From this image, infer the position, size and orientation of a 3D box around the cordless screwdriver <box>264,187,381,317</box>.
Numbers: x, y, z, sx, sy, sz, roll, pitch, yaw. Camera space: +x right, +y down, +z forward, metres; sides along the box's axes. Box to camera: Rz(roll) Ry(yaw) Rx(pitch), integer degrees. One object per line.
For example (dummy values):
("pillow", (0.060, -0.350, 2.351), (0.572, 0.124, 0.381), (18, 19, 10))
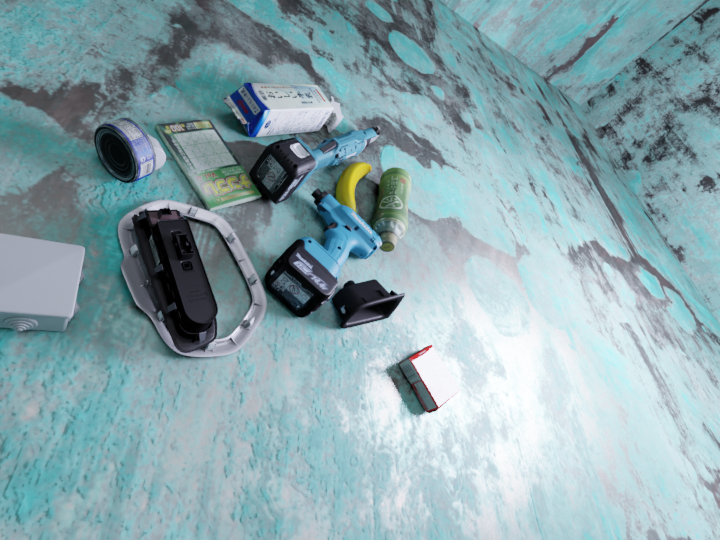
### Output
("cordless screwdriver", (-0.069, -0.045, 0.707), (0.159, 0.075, 0.246), (44, 38, -1))

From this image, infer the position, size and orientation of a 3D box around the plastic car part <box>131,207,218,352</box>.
("plastic car part", (-0.223, -0.001, 0.529), (0.063, 0.068, 0.209), (-2, 61, -48))

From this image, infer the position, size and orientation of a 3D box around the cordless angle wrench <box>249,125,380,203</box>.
("cordless angle wrench", (-0.059, -0.246, 0.872), (0.075, 0.099, 0.416), (47, 37, 0))

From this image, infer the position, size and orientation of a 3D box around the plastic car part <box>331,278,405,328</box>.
("plastic car part", (0.003, 0.047, 0.703), (0.111, 0.065, 0.074), (-5, 47, -37))

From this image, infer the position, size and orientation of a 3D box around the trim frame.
("trim frame", (-0.228, 0.001, 0.581), (0.177, 0.028, 0.255), (-16, 70, -43))
